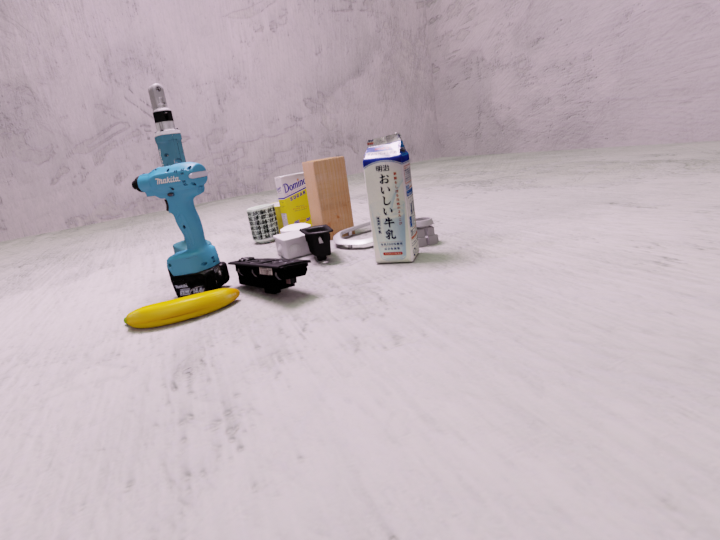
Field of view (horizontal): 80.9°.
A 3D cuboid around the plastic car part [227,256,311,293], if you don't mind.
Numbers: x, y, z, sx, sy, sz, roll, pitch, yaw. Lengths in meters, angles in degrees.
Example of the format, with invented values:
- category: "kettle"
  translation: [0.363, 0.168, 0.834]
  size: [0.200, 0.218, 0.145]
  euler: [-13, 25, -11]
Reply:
- category: "plastic car part"
  translation: [-0.169, 0.005, 0.757]
  size: [0.064, 0.066, 0.214]
  euler: [-21, 20, -38]

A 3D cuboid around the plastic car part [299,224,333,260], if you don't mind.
- category: "plastic car part"
  translation: [-0.089, -0.058, 0.914]
  size: [0.065, 0.069, 0.120]
  euler: [-12, 16, -10]

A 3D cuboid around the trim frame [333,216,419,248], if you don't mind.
- category: "trim frame"
  translation: [0.046, -0.097, 1.039]
  size: [0.241, 0.027, 0.193]
  euler: [-19, 19, -29]

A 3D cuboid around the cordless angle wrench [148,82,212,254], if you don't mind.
- category: "cordless angle wrench"
  translation: [-0.407, -0.197, 0.945]
  size: [0.072, 0.416, 0.103]
  euler: [-19, 17, -39]

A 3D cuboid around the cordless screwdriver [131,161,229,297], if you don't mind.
- category: "cordless screwdriver"
  translation: [-0.347, -0.075, 0.808]
  size: [0.165, 0.244, 0.073]
  euler: [-3, 14, 22]
